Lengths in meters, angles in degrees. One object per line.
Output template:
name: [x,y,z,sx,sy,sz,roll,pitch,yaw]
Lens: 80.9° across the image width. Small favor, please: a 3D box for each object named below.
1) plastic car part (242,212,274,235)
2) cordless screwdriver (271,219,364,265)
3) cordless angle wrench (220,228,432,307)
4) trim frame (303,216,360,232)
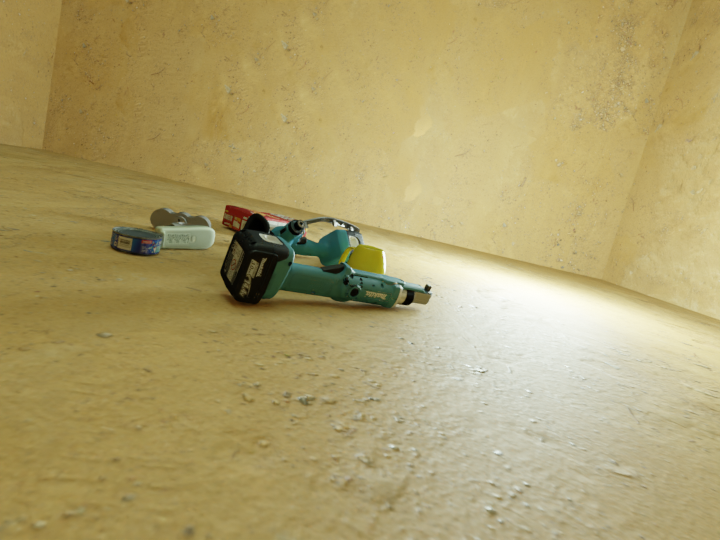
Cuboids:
plastic car part: [-0.196,-0.042,0.808,0.069,0.117,0.068,17,-14,23]
cordless screwdriver: [-0.091,-0.059,0.926,0.237,0.076,0.163,4,-22,-39]
cordless angle wrench: [-0.024,0.022,0.724,0.402,0.097,0.079,12,19,-37]
trim frame: [-0.107,-0.078,1.024,0.189,0.028,0.236,-20,-15,27]
